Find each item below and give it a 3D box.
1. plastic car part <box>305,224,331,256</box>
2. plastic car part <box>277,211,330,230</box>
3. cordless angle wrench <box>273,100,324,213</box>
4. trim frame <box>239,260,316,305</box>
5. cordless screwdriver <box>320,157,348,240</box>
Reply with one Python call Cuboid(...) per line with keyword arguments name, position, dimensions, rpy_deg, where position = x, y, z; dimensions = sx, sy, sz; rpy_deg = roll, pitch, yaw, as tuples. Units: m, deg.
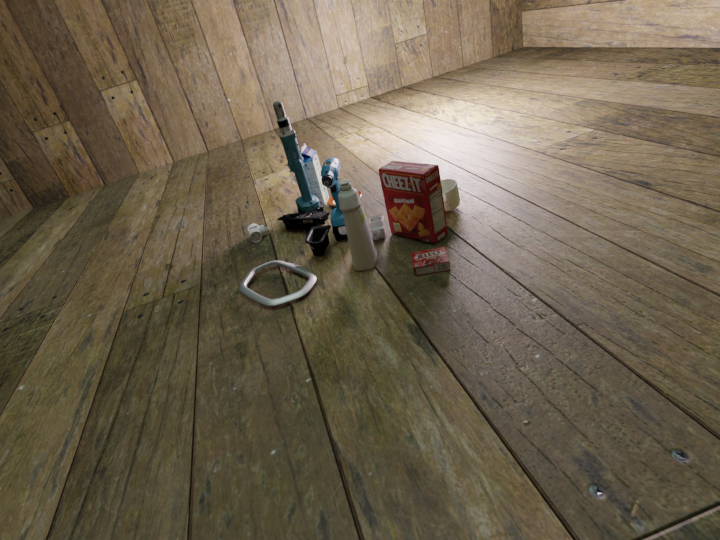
Cuboid(name="plastic car part", position=(-0.125, -0.082, 1.280), dimensions=(0.068, 0.068, 0.118), rpy_deg=(-7, 32, 16))
Cuboid(name="plastic car part", position=(-0.195, -0.170, 1.454), dimensions=(0.213, 0.064, 0.065), rpy_deg=(7, 37, 34))
Cuboid(name="cordless angle wrench", position=(-0.221, -0.367, 1.448), dimensions=(0.073, 0.407, 0.103), rpy_deg=(-24, 30, -16))
Cuboid(name="trim frame", position=(-0.235, 0.031, 1.196), dimensions=(0.263, 0.026, 0.181), rpy_deg=(17, 45, 43))
Cuboid(name="cordless screwdriver", position=(-0.068, -0.204, 1.279), dimensions=(0.076, 0.239, 0.162), rpy_deg=(-9, 30, 11))
